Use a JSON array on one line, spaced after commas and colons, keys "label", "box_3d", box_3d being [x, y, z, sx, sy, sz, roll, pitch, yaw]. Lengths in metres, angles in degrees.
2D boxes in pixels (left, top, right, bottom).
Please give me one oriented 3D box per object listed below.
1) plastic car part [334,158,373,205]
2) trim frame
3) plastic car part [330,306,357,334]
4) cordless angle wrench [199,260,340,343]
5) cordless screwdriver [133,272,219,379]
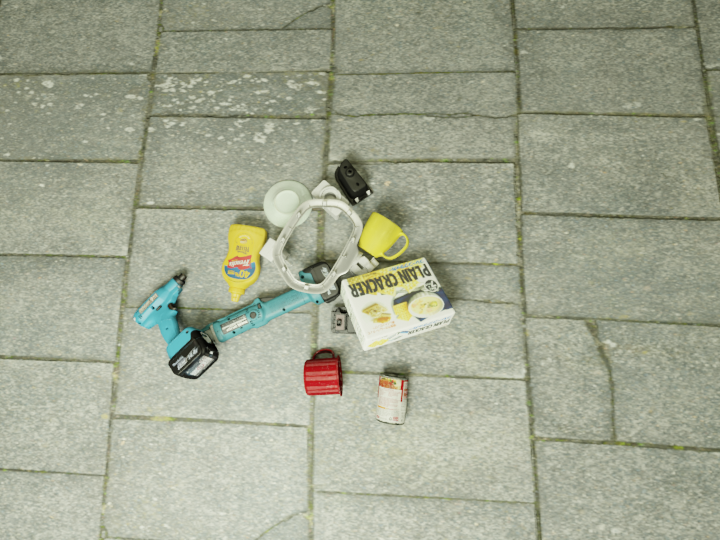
[{"label": "plastic car part", "box_3d": [-0.023, -0.235, 1.080, 0.066, 0.070, 0.118, -33, 84, -6]}, {"label": "trim frame", "box_3d": [-0.098, -0.064, 1.003, 0.185, 0.027, 0.249, 29, 72, 4]}, {"label": "plastic car part", "box_3d": [0.031, 0.125, 1.013, 0.203, 0.067, 0.066, 2, 89, -1]}, {"label": "cordless angle wrench", "box_3d": [-0.255, 0.107, 1.034, 0.423, 0.073, 0.100, -25, 80, 1]}, {"label": "cordless screwdriver", "box_3d": [-0.427, 0.126, 1.007, 0.262, 0.071, 0.159, 38, 83, 30]}]
